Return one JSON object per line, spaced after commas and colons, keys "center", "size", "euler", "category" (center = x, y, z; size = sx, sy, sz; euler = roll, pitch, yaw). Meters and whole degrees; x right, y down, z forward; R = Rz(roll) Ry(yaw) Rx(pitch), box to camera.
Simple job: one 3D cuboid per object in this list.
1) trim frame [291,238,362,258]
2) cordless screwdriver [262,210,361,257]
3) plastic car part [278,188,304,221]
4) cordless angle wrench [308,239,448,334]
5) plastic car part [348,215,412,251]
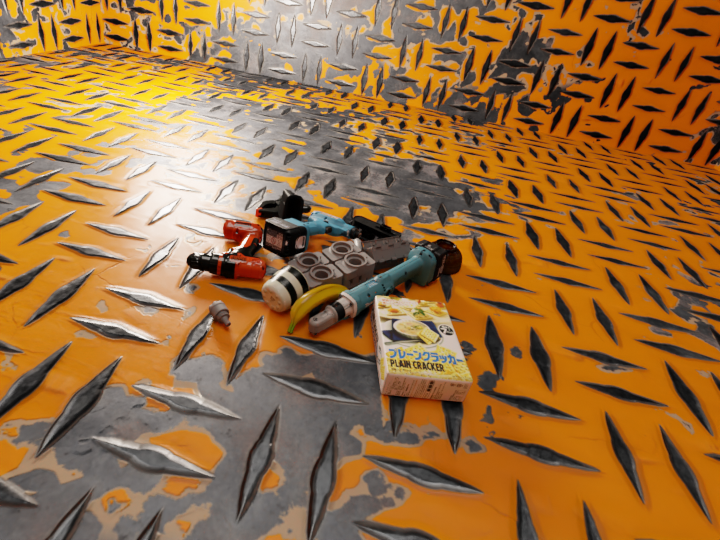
{"center": [-0.113, -0.074, 1.154], "size": [0.242, 0.027, 0.193], "euler": [-1, 34, -18], "category": "trim frame"}
{"center": [-0.119, -0.094, 1.072], "size": [0.167, 0.073, 0.241], "euler": [21, 25, 28], "category": "cordless screwdriver"}
{"center": [-0.204, -0.183, 1.203], "size": [0.063, 0.114, 0.075], "euler": [-10, 42, -31], "category": "plastic car part"}
{"center": [0.045, 0.039, 0.977], "size": [0.410, 0.095, 0.078], "euler": [-27, 46, -37], "category": "cordless angle wrench"}
{"center": [0.049, -0.105, 1.213], "size": [0.212, 0.065, 0.065], "euler": [23, 42, 23], "category": "plastic car part"}
